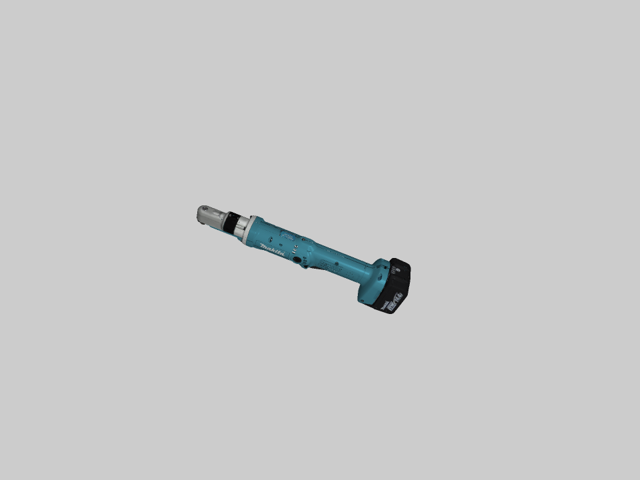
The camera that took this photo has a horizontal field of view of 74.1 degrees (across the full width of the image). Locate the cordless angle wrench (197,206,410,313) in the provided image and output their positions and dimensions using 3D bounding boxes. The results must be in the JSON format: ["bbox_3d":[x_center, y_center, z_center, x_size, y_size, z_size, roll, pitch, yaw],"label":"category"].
[{"bbox_3d":[-0.037,0.022,0.815,0.423,0.074,0.098,22,-45,-3],"label":"cordless angle wrench"}]
